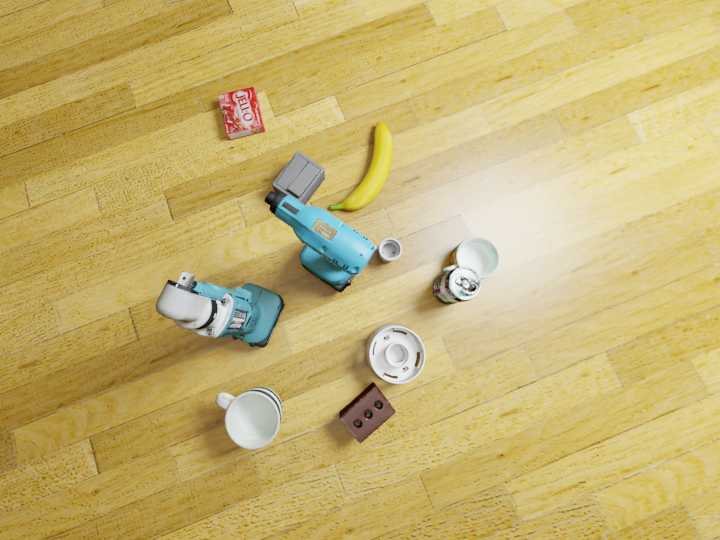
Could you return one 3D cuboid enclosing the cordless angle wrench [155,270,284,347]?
[{"bbox_3d":[-0.168,0.054,0.547,0.075,0.419,0.098,23,81,0],"label":"cordless angle wrench"}]

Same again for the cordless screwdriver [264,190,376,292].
[{"bbox_3d":[-0.064,-0.042,0.650,0.161,0.246,0.074,35,82,3],"label":"cordless screwdriver"}]
